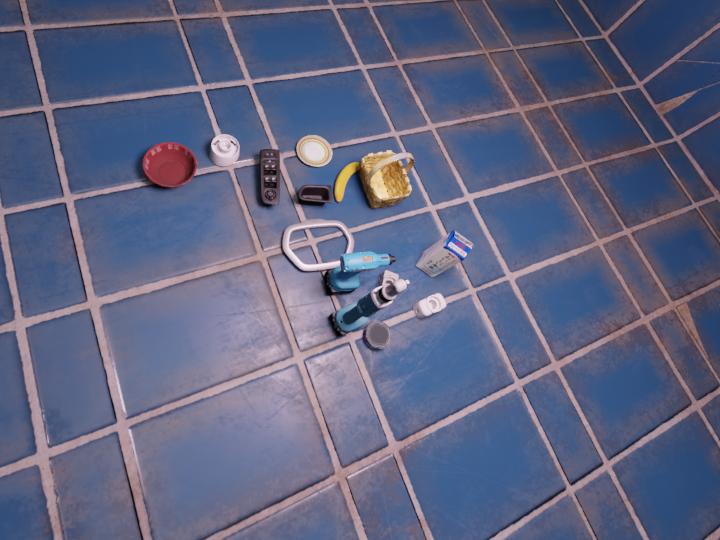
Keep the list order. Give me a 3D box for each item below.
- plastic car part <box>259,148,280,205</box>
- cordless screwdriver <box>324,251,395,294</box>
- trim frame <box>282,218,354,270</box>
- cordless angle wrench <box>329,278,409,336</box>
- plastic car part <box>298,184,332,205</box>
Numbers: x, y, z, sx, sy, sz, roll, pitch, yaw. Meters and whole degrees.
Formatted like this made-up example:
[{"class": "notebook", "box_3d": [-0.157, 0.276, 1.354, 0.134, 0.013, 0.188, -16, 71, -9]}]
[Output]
[{"class": "plastic car part", "box_3d": [-0.304, -0.303, 1.407, 0.064, 0.067, 0.208, 1, 69, -18]}, {"class": "cordless screwdriver", "box_3d": [-0.010, 0.005, 1.262, 0.155, 0.250, 0.076, -4, 73, -20]}, {"class": "trim frame", "box_3d": [-0.136, -0.089, 1.389, 0.242, 0.027, 0.189, -10, 72, -19]}, {"class": "cordless angle wrench", "box_3d": [0.019, 0.096, 1.136, 0.095, 0.425, 0.076, -21, 80, -25]}, {"class": "plastic car part", "box_3d": [-0.160, -0.246, 1.422, 0.113, 0.071, 0.067, 0, 71, -17]}]
